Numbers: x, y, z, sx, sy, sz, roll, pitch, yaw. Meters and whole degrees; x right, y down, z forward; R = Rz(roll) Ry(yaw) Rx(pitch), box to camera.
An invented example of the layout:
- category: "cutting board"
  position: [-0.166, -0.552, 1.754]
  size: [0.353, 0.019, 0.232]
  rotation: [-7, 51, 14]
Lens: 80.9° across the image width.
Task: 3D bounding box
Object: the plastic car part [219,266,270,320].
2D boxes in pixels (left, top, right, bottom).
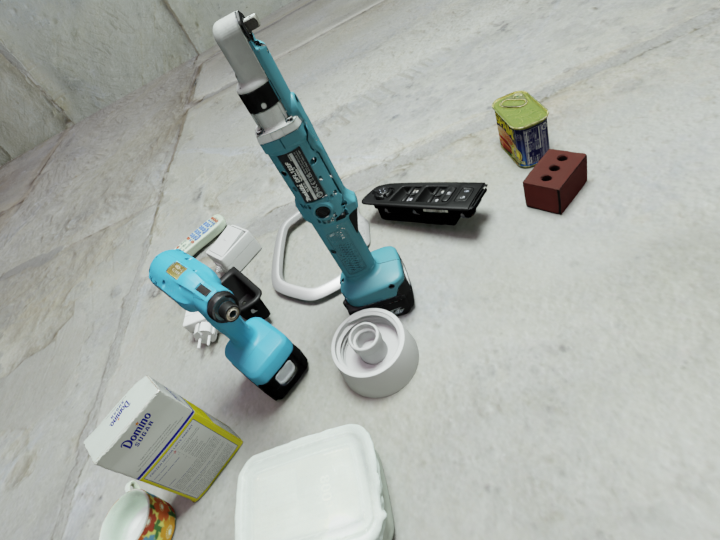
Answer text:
- category: "plastic car part"
  position: [-0.192, 0.053, 0.701]
  size: [0.065, 0.067, 0.123]
  rotation: [-47, 44, -16]

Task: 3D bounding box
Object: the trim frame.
- category: "trim frame"
  position: [-0.074, -0.048, 0.754]
  size: [0.188, 0.026, 0.256]
  rotation: [-17, 45, 16]

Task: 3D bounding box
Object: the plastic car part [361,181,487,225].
- category: "plastic car part"
  position: [0.098, -0.107, 0.680]
  size: [0.214, 0.063, 0.066]
  rotation: [13, 58, 38]

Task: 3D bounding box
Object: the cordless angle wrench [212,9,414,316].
- category: "cordless angle wrench"
  position: [-0.042, -0.084, 0.491]
  size: [0.100, 0.401, 0.077]
  rotation: [-19, 43, 13]

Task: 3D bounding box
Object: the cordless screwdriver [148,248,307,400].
- category: "cordless screwdriver"
  position: [-0.146, 0.079, 0.526]
  size: [0.168, 0.236, 0.074]
  rotation: [22, 63, 42]
